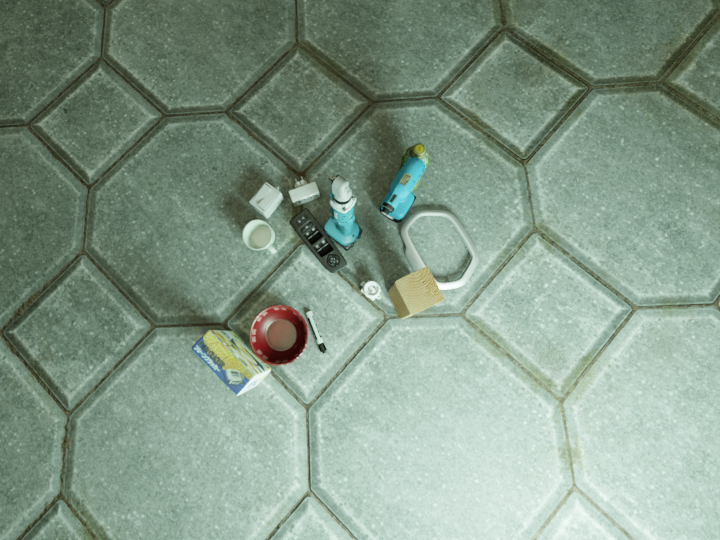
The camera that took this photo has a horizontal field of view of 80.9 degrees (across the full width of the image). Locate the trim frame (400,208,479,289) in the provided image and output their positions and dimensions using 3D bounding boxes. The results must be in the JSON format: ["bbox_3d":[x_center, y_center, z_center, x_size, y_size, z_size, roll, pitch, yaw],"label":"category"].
[{"bbox_3d":[0.220,-0.065,1.196,0.184,0.027,0.254,-28,77,-3],"label":"trim frame"}]

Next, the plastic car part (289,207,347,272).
[{"bbox_3d":[-0.117,-0.077,1.201,0.066,0.066,0.207,-37,78,-6],"label":"plastic car part"}]

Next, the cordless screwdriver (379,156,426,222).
[{"bbox_3d":[0.096,-0.186,1.120,0.075,0.245,0.159,32,81,4],"label":"cordless screwdriver"}]

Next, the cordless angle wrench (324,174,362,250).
[{"bbox_3d":[-0.044,-0.139,1.031,0.099,0.417,0.074,38,82,5],"label":"cordless angle wrench"}]
